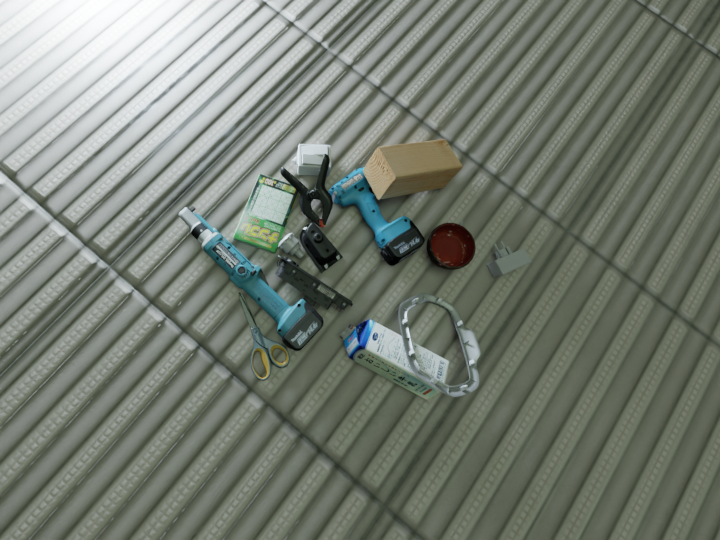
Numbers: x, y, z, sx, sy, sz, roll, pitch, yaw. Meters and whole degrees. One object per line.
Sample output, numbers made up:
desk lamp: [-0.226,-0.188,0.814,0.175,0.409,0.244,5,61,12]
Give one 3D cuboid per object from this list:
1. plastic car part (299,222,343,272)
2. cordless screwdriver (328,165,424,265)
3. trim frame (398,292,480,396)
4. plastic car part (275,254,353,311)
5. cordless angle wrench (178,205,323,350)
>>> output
plastic car part: [-0.097,-0.063,0.990,0.065,0.071,0.118,-36,86,-15]
cordless screwdriver: [0.057,-0.146,1.026,0.157,0.073,0.254,-36,78,-15]
trim frame: [0.175,0.153,0.930,0.179,0.027,0.258,8,47,-18]
plastic car part: [-0.115,0.036,0.969,0.205,0.066,0.067,37,93,4]
cordless angle wrench: [-0.264,0.005,0.960,0.430,0.073,0.097,43,75,8]
